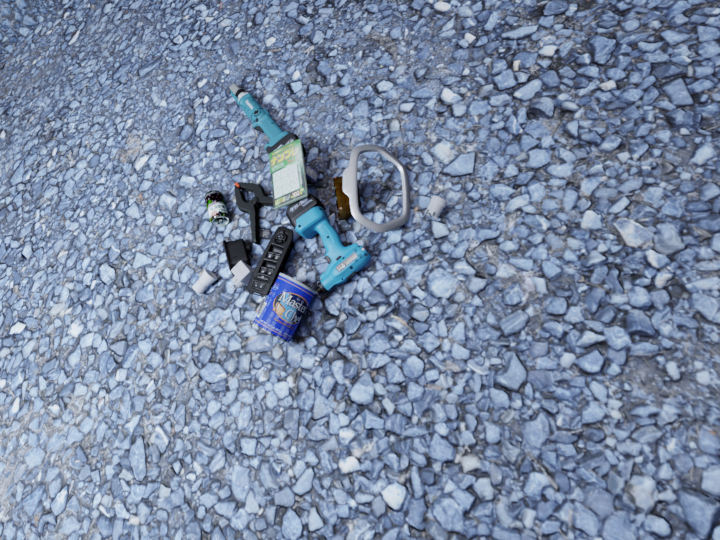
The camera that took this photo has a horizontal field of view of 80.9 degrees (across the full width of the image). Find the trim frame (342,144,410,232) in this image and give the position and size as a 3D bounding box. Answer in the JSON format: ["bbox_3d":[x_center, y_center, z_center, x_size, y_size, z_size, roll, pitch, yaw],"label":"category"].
[{"bbox_3d":[0.043,-0.209,1.059,0.178,0.028,0.253,8,69,-20],"label":"trim frame"}]

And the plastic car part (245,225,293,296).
[{"bbox_3d":[-0.224,-0.021,1.115,0.069,0.063,0.204,8,69,29],"label":"plastic car part"}]

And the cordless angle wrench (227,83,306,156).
[{"bbox_3d":[-0.316,-0.478,1.329,0.098,0.071,0.444,-39,60,2],"label":"cordless angle wrench"}]

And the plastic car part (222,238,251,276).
[{"bbox_3d":[-0.338,-0.047,1.179,0.071,0.064,0.121,-17,61,-4],"label":"plastic car part"}]

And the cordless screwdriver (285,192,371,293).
[{"bbox_3d":[-0.107,-0.070,1.090,0.159,0.071,0.259,-40,66,2],"label":"cordless screwdriver"}]
